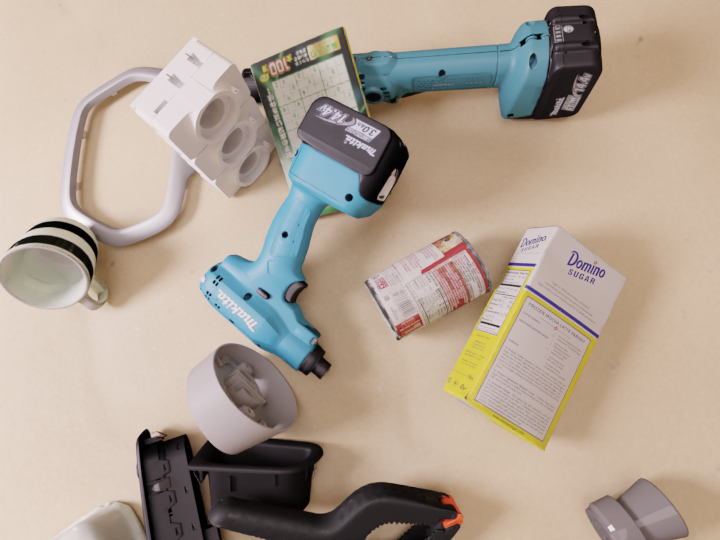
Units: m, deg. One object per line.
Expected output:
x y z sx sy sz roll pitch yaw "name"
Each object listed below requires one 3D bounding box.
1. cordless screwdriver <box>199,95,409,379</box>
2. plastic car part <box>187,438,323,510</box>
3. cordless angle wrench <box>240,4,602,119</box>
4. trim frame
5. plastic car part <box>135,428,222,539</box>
-0.040 -0.026 0.412 0.164 0.072 0.249 38 103 14 "cordless screwdriver"
-0.096 0.203 0.399 0.118 0.065 0.071 4 92 5 "plastic car part"
0.018 -0.215 0.473 0.432 0.094 0.075 2 74 12 "cordless angle wrench"
-0.290 -0.149 0.534 0.187 0.027 0.253 -5 73 8 "trim frame"
-0.167 0.246 0.394 0.066 0.065 0.208 -21 73 -9 "plastic car part"
